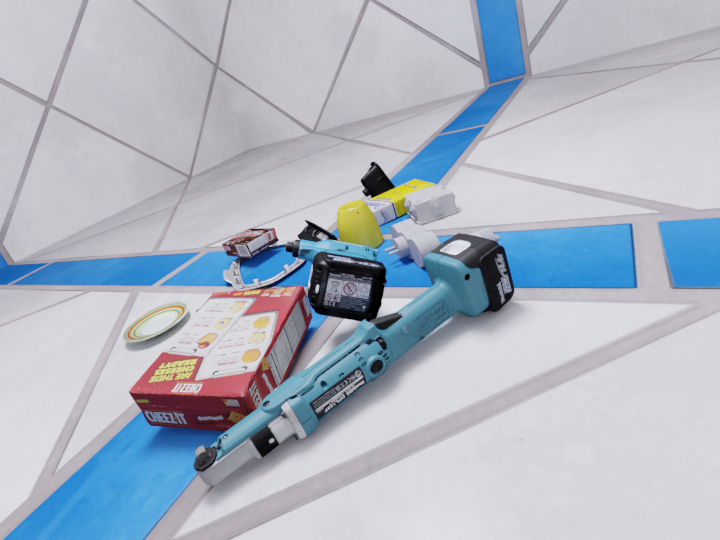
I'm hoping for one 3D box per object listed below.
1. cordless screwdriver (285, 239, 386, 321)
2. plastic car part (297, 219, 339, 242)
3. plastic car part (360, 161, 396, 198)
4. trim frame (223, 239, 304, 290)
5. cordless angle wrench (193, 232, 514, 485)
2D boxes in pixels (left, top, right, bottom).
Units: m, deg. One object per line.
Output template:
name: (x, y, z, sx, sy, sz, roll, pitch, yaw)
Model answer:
cordless screwdriver: (-0.047, -0.005, 0.643, 0.159, 0.074, 0.252, 10, 12, -4)
plastic car part: (-0.088, -0.058, 0.904, 0.067, 0.063, 0.212, -47, 28, 0)
plastic car part: (0.040, -0.212, 1.075, 0.071, 0.111, 0.069, -46, 26, -4)
trim frame: (-0.217, -0.019, 0.948, 0.183, 0.026, 0.259, -24, 27, -8)
cordless angle wrench: (0.004, 0.098, 0.491, 0.417, 0.094, 0.078, -34, 26, -19)
